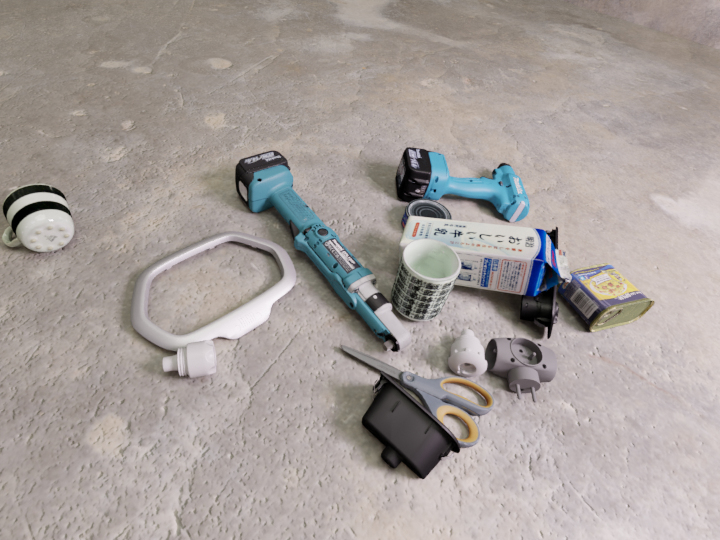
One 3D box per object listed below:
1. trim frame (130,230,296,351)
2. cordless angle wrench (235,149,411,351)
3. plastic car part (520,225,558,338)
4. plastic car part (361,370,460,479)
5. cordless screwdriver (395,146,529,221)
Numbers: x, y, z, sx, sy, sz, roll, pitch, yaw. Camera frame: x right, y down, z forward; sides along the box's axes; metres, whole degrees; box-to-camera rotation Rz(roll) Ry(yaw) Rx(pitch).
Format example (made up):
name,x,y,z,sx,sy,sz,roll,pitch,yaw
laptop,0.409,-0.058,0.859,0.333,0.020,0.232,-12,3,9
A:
name,x,y,z,sx,sy,sz,roll,pitch,yaw
trim frame,-0.213,0.021,0.623,0.242,0.027,0.193,-31,56,-33
cordless angle wrench,-0.066,-0.043,0.675,0.095,0.073,0.444,-24,56,-28
plastic car part,0.281,0.012,0.666,0.069,0.064,0.205,9,46,12
plastic car part,0.047,0.184,0.481,0.070,0.064,0.122,-41,65,-20
cordless screwdriver,0.199,-0.184,0.838,0.248,0.073,0.163,11,46,-2
